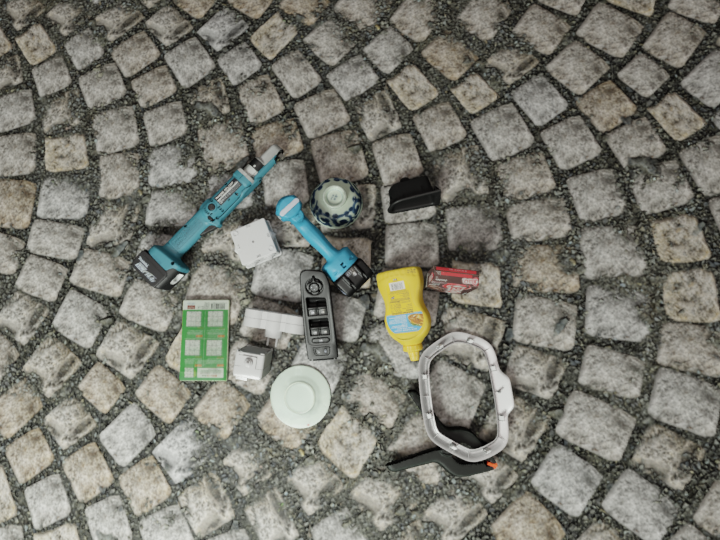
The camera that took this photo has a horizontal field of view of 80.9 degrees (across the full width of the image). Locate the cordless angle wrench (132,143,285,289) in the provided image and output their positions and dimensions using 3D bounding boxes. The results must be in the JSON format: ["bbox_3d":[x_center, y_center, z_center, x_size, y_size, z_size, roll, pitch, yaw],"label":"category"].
[{"bbox_3d":[-0.333,-0.136,0.970,0.100,0.073,0.422,42,85,8],"label":"cordless angle wrench"}]

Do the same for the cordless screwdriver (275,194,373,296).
[{"bbox_3d":[-0.089,-0.058,0.912,0.074,0.162,0.246,-44,97,-6],"label":"cordless screwdriver"}]

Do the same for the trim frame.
[{"bbox_3d":[0.213,0.250,0.856,0.183,0.027,0.254,-2,71,-3],"label":"trim frame"}]

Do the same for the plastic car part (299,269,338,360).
[{"bbox_3d":[-0.086,0.087,0.897,0.067,0.067,0.199,-3,107,10],"label":"plastic car part"}]

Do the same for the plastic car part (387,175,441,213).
[{"bbox_3d":[0.112,-0.175,0.938,0.118,0.063,0.073,-9,67,6],"label":"plastic car part"}]
